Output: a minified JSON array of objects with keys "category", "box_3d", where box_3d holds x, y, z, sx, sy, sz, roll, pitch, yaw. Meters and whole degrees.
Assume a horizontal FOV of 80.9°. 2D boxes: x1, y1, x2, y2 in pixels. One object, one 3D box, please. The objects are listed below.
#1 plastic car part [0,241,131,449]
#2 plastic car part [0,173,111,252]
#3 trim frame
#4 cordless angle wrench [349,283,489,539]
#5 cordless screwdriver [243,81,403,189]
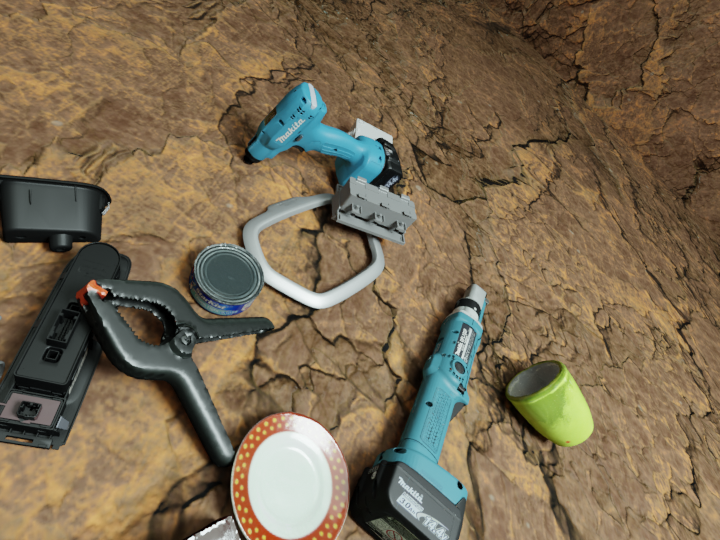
[{"category":"plastic car part","box_3d":[-0.273,0.049,0.397,0.064,0.067,0.209,13,46,-17]},{"category":"plastic car part","box_3d":[-0.329,-0.055,0.452,0.111,0.068,0.072,3,70,-36]},{"category":"trim frame","box_3d":[-0.062,-0.040,0.630,0.188,0.028,0.242,49,47,11]},{"category":"cordless angle wrench","box_3d":[0.115,0.143,0.563,0.098,0.075,0.420,38,41,-2]},{"category":"cordless screwdriver","box_3d":[-0.057,-0.188,0.695,0.235,0.163,0.077,20,50,-42]}]
